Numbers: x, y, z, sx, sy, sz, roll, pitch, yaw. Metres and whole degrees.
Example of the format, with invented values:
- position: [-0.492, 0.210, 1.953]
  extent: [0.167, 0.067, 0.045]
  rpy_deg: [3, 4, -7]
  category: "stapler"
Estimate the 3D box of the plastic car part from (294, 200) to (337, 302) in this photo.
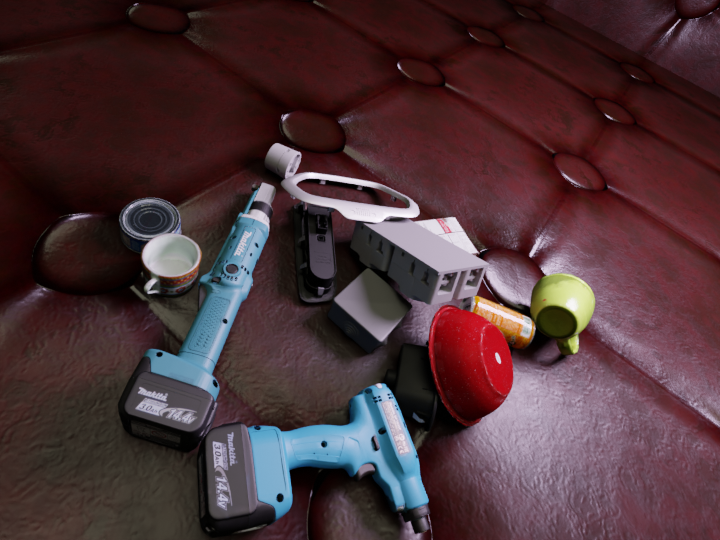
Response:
- position: [-0.066, -0.043, 0.675]
  extent: [0.064, 0.067, 0.210]
  rpy_deg: [11, 52, -22]
  category: "plastic car part"

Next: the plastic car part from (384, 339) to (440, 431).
- position: [0.070, 0.146, 0.572]
  extent: [0.072, 0.064, 0.118]
  rpy_deg: [14, 51, 9]
  category: "plastic car part"

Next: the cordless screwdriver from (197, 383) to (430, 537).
- position: [-0.045, 0.225, 0.458]
  extent: [0.240, 0.074, 0.166]
  rpy_deg: [-5, 55, -27]
  category: "cordless screwdriver"

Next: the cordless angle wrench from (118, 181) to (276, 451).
- position: [-0.183, 0.014, 0.584]
  extent: [0.097, 0.074, 0.431]
  rpy_deg: [17, 47, -8]
  category: "cordless angle wrench"

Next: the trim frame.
- position: [-0.017, -0.130, 0.738]
  extent: [0.242, 0.027, 0.192]
  rpy_deg: [7, 26, -17]
  category: "trim frame"
